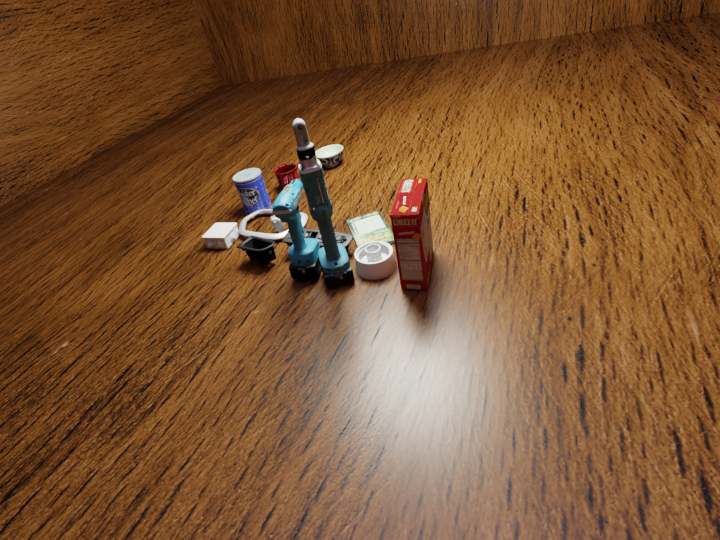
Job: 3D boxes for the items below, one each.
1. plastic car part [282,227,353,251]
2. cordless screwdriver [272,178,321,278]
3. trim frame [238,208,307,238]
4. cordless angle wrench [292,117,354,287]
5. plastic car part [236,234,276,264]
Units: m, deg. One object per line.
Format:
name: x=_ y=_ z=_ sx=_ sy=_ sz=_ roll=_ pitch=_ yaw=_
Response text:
plastic car part: x=-0.117 y=-0.077 z=1.197 sx=0.211 sy=0.064 sz=0.066 roll=4 pitch=39 yaw=25
cordless screwdriver: x=-0.157 y=-0.108 z=1.105 sx=0.076 sy=0.239 sz=0.161 roll=-3 pitch=36 yaw=14
trim frame: x=-0.292 y=-0.157 z=1.402 sx=0.259 sy=0.026 sz=0.183 roll=6 pitch=41 yaw=27
cordless angle wrench: x=-0.094 y=-0.147 z=0.990 sx=0.074 sy=0.406 sz=0.102 roll=-15 pitch=34 yaw=-4
plastic car part: x=-0.290 y=-0.052 z=1.225 sx=0.123 sy=0.068 sz=0.065 roll=15 pitch=44 yaw=35
